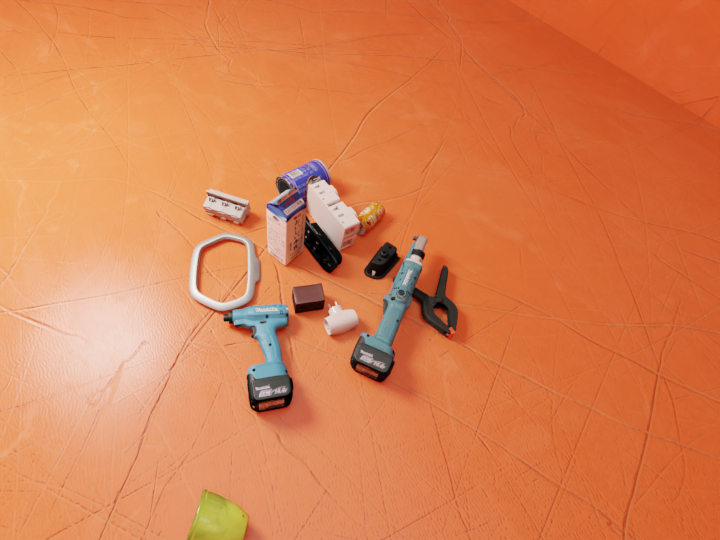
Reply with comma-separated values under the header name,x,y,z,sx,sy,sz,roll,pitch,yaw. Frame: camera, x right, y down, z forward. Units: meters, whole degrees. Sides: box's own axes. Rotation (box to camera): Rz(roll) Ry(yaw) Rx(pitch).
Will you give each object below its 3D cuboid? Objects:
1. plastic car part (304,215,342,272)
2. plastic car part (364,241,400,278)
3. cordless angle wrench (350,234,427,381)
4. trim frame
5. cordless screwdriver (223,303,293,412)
name,x,y,z,sx,sy,sz,roll,pitch,yaw
plastic car part,-0.117,-0.076,1.192,0.064,0.066,0.212,-3,48,-44
plastic car part,0.063,-0.034,1.171,0.068,0.069,0.115,32,53,15
cordless angle wrench,0.097,0.070,1.075,0.100,0.072,0.424,20,58,11
trim frame,-0.359,-0.002,1.125,0.182,0.027,0.258,-4,53,-9
cordless screwdriver,-0.236,0.189,0.971,0.157,0.072,0.259,-4,51,-11
